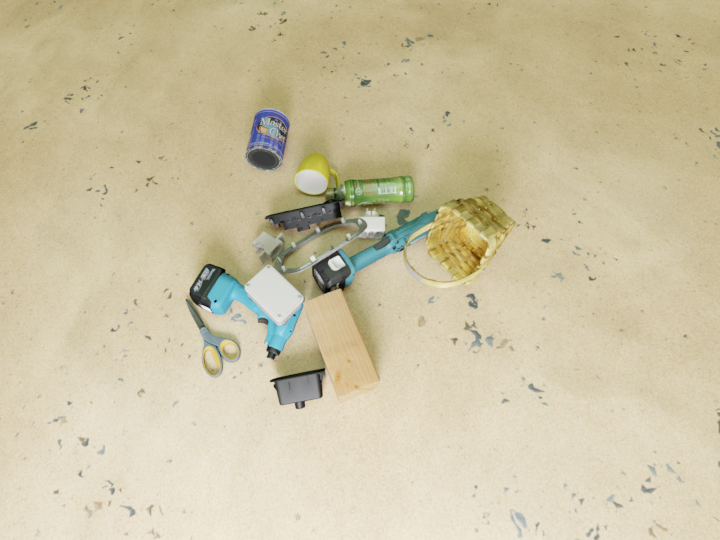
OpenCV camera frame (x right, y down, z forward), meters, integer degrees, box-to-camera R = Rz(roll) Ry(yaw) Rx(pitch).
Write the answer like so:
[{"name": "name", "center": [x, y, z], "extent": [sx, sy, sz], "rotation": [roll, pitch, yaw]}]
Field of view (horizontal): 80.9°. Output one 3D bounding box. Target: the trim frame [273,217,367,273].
[{"name": "trim frame", "center": [-0.096, -0.063, 0.984], "extent": [0.245, 0.026, 0.193], "rotation": [-32, 27, -17]}]

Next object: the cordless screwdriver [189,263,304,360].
[{"name": "cordless screwdriver", "center": [-0.265, 0.090, 0.954], "extent": [0.253, 0.072, 0.160], "rotation": [18, 66, 7]}]

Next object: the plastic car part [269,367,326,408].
[{"name": "plastic car part", "center": [-0.123, 0.248, 0.877], "extent": [0.116, 0.065, 0.072], "rotation": [-14, 79, -1]}]

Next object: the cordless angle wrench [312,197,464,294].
[{"name": "cordless angle wrench", "center": [0.083, -0.071, 1.012], "extent": [0.417, 0.095, 0.077], "rotation": [-29, 68, -16]}]

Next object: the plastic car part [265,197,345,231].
[{"name": "plastic car part", "center": [-0.131, -0.135, 1.049], "extent": [0.206, 0.065, 0.067], "rotation": [-15, 90, 11]}]
